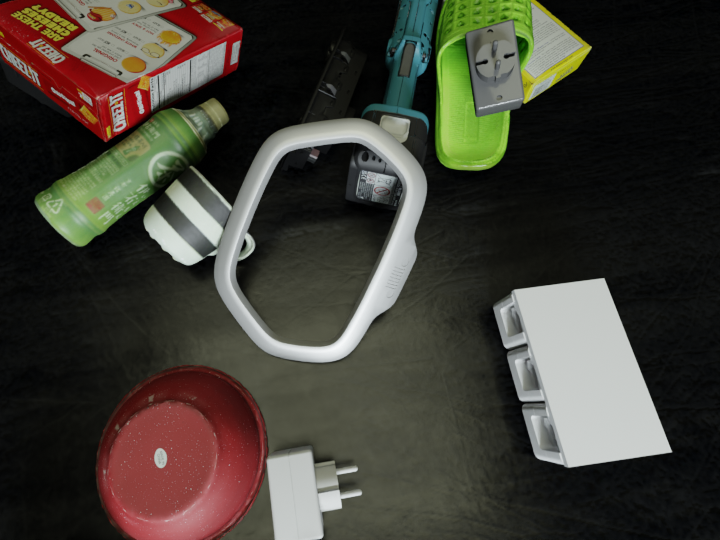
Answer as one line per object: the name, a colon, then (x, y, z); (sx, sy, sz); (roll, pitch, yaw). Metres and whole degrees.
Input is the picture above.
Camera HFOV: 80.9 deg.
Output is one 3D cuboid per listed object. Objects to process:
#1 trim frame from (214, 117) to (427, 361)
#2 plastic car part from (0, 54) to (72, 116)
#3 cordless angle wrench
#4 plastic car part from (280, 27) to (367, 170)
trim frame: (-0.040, -0.026, 0.412); (0.186, 0.027, 0.248); (24, 97, 4)
plastic car part: (-0.386, -0.234, 0.522); (0.116, 0.071, 0.066); (27, 54, -4)
cordless angle wrench: (0.060, -0.275, 0.533); (0.075, 0.096, 0.429); (12, 66, 1)
plastic car part: (-0.037, -0.210, 0.517); (0.066, 0.066, 0.205); (16, 70, -7)
